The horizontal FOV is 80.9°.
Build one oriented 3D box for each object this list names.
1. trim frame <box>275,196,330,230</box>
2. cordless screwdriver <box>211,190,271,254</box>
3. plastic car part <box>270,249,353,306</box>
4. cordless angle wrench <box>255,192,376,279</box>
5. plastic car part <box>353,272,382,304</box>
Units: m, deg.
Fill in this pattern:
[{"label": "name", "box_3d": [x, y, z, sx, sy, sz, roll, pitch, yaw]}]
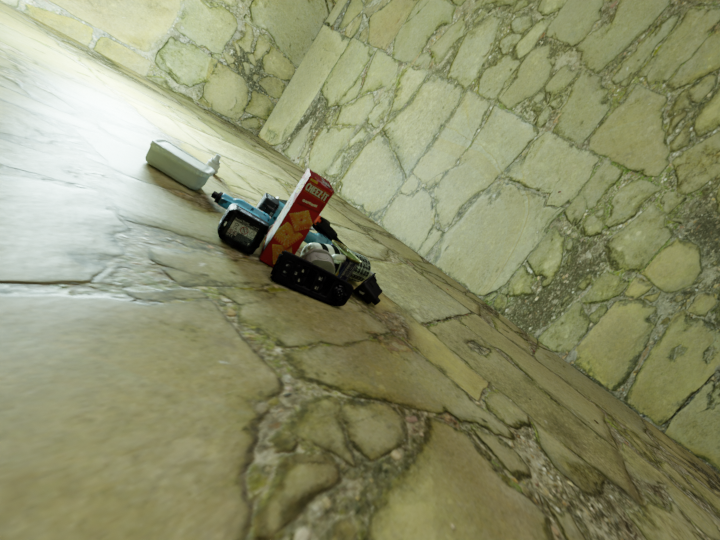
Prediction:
[{"label": "trim frame", "box_3d": [-0.207, -0.181, 1.360, 0.236, 0.028, 0.192, 23, -16, -32]}, {"label": "cordless screwdriver", "box_3d": [-0.288, -0.127, 0.985, 0.155, 0.074, 0.256, 30, 8, -17]}, {"label": "plastic car part", "box_3d": [-0.106, 0.023, 0.911, 0.194, 0.066, 0.070, 26, -12, -28]}, {"label": "cordless angle wrench", "box_3d": [-0.122, -0.080, 1.251, 0.411, 0.074, 0.101, 33, 11, -15]}, {"label": "plastic car part", "box_3d": [0.025, 0.058, 1.125, 0.071, 0.066, 0.115, 49, 15, 0]}]
